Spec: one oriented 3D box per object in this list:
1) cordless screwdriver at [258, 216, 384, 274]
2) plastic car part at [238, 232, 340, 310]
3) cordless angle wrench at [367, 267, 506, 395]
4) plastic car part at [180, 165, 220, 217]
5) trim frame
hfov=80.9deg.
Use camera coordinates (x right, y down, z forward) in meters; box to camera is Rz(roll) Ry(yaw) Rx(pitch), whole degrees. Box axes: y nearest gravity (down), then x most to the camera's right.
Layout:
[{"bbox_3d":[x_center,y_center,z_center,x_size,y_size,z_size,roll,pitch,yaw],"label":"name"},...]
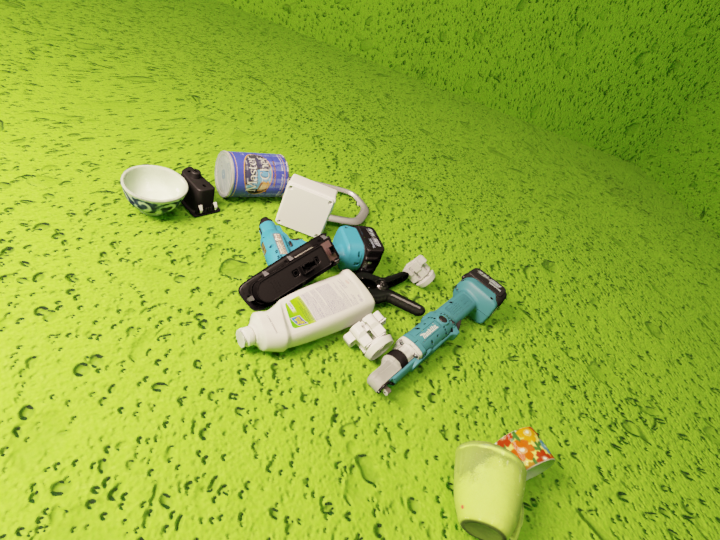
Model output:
[{"bbox_3d":[-0.086,-0.056,0.882,0.240,0.073,0.167,-3,44,-26],"label":"cordless screwdriver"},{"bbox_3d":[-0.116,0.005,0.748,0.199,0.065,0.070,-32,17,-22],"label":"plastic car part"},{"bbox_3d":[0.147,0.110,0.805,0.102,0.073,0.410,41,42,21],"label":"cordless angle wrench"},{"bbox_3d":[-0.348,-0.176,0.889,0.121,0.070,0.064,45,39,20],"label":"plastic car part"},{"bbox_3d":[-0.093,-0.178,1.068,0.241,0.027,0.192,7,40,-18],"label":"trim frame"}]
